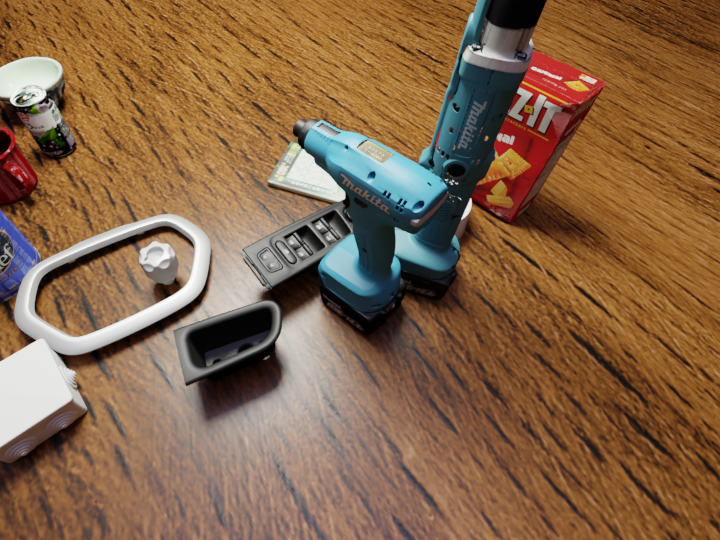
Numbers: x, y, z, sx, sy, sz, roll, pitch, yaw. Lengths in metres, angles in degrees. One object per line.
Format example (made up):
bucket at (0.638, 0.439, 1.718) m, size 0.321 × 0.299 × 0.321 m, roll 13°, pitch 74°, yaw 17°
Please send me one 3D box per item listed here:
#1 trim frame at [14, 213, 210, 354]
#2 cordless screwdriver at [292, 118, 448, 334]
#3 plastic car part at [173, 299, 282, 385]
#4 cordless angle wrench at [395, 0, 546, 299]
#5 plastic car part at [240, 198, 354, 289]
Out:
trim frame at (-0.316, 0.007, 0.555) m, size 0.244 × 0.027 × 0.193 m, roll -30°, pitch 60°, yaw -20°
cordless screwdriver at (-0.009, -0.042, 0.464) m, size 0.166 × 0.242 × 0.073 m, roll 38°, pitch 60°, yaw 20°
plastic car part at (-0.139, 0.086, 0.476) m, size 0.114 × 0.069 × 0.069 m, roll -19°, pitch 58°, yaw -15°
cordless angle wrench at (0.095, -0.114, 0.413) m, size 0.100 × 0.412 × 0.075 m, roll 18°, pitch 56°, yaw 6°
plastic car part at (-0.055, -0.036, 0.567) m, size 0.199 × 0.065 × 0.069 m, roll -34°, pitch 63°, yaw -23°
